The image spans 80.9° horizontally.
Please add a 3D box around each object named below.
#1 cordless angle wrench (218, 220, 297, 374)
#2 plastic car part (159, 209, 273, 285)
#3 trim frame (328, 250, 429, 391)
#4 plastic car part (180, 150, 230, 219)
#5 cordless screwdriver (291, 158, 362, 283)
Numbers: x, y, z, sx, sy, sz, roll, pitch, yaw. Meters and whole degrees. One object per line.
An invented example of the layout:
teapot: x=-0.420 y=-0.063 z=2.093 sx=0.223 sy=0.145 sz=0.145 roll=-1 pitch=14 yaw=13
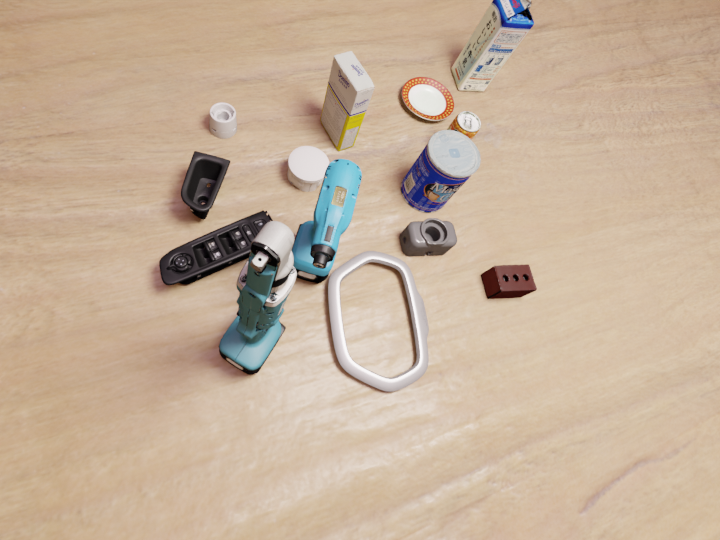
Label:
cordless angle wrench: x=-0.121 y=0.045 z=0.507 sx=0.074 sy=0.422 sz=0.098 roll=33 pitch=64 yaw=-3
plastic car part: x=-0.238 y=-0.032 z=0.714 sx=0.199 sy=0.067 sz=0.068 roll=-25 pitch=76 yaw=-21
trim frame: x=0.035 y=0.082 z=0.742 sx=0.180 sy=0.027 sz=0.255 roll=-4 pitch=67 yaw=-14
plastic car part: x=-0.279 y=-0.142 z=0.753 sx=0.065 sy=0.071 sz=0.118 roll=13 pitch=65 yaw=-9
cordless screwdriver: x=-0.064 y=-0.042 z=0.655 sx=0.073 sy=0.248 sz=0.161 roll=17 pitch=65 yaw=-10
